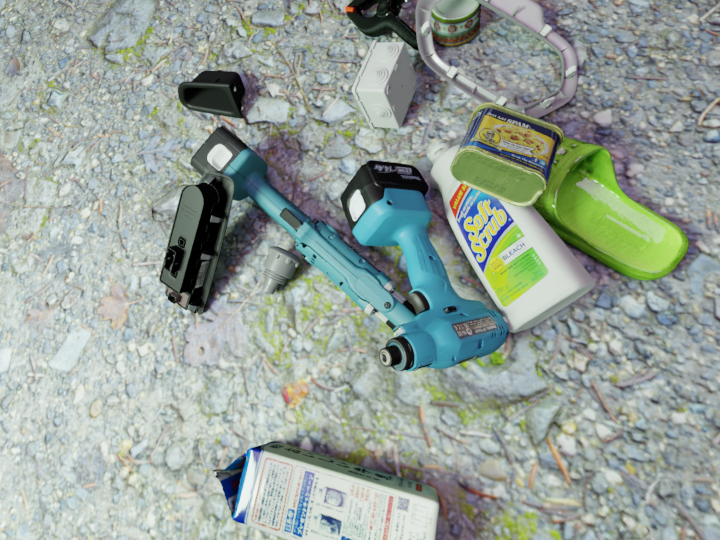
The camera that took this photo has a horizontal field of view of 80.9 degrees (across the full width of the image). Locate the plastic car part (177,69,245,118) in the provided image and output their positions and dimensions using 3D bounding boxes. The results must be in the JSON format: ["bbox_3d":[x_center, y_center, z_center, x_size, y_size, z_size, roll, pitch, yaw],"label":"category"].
[{"bbox_3d":[-0.241,-0.304,0.703,0.121,0.063,0.071,16,61,20],"label":"plastic car part"}]

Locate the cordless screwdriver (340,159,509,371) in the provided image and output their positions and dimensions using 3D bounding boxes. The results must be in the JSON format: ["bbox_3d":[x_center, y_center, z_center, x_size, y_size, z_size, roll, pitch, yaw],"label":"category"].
[{"bbox_3d":[0.047,-0.011,0.479,0.153,0.074,0.258,-7,59,-33],"label":"cordless screwdriver"}]

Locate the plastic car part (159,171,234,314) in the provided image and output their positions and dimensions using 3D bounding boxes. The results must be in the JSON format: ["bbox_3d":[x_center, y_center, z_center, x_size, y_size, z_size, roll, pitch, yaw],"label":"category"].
[{"bbox_3d":[-0.224,-0.036,0.557,0.069,0.064,0.202,32,108,25],"label":"plastic car part"}]

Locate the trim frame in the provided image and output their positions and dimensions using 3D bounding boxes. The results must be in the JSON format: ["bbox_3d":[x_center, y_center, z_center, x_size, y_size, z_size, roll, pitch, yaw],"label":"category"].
[{"bbox_3d":[0.187,-0.306,0.576,0.249,0.027,0.184,31,73,1],"label":"trim frame"}]

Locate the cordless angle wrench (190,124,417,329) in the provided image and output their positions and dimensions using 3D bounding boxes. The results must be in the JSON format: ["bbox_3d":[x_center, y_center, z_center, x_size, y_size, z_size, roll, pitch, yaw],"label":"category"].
[{"bbox_3d":[-0.054,-0.035,0.553,0.437,0.095,0.074,41,92,17],"label":"cordless angle wrench"}]
